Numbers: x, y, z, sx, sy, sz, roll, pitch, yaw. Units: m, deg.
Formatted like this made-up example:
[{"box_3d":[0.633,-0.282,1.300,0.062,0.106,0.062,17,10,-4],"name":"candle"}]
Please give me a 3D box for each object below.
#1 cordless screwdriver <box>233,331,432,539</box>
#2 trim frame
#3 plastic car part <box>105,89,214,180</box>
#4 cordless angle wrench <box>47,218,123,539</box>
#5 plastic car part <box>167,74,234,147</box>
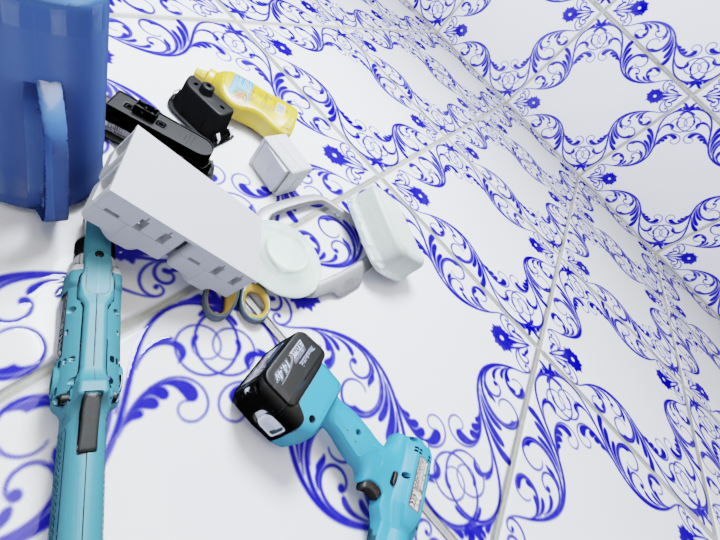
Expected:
[{"box_3d":[-0.028,0.198,0.459,0.245,0.075,0.159,43,38,-8],"name":"cordless screwdriver"},{"box_3d":[-0.066,-0.043,0.680,0.188,0.028,0.241,51,37,10],"name":"trim frame"},{"box_3d":[-0.292,-0.197,0.597,0.195,0.068,0.068,30,34,-21],"name":"plastic car part"},{"box_3d":[-0.235,0.097,0.364,0.071,0.099,0.441,9,46,-38],"name":"cordless angle wrench"},{"box_3d":[-0.253,-0.266,0.682,0.115,0.072,0.066,45,37,-5],"name":"plastic car part"}]
